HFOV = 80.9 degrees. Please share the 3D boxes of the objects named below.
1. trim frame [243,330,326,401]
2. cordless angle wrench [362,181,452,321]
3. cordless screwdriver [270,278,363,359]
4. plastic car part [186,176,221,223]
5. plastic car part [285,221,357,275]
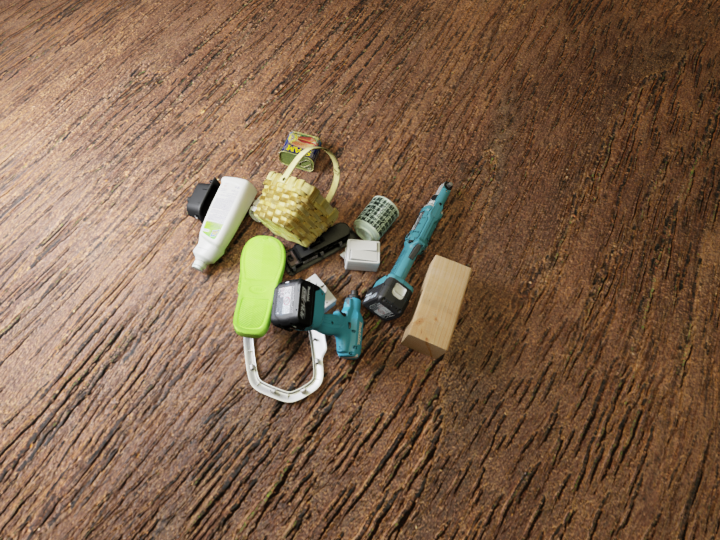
[{"bbox_3d":[-0.171,0.167,0.957,0.182,0.027,0.257,-8,63,-7],"label":"trim frame"},{"bbox_3d":[0.140,-0.071,1.050,0.073,0.099,0.423,36,62,-11],"label":"cordless angle wrench"},{"bbox_3d":[-0.075,0.082,0.903,0.077,0.235,0.162,-14,57,34],"label":"cordless screwdriver"},{"bbox_3d":[-0.415,-0.184,1.103,0.074,0.063,0.117,16,68,19],"label":"plastic car part"},{"bbox_3d":[-0.103,-0.067,1.054,0.200,0.065,0.069,-27,64,-17],"label":"plastic car part"}]
